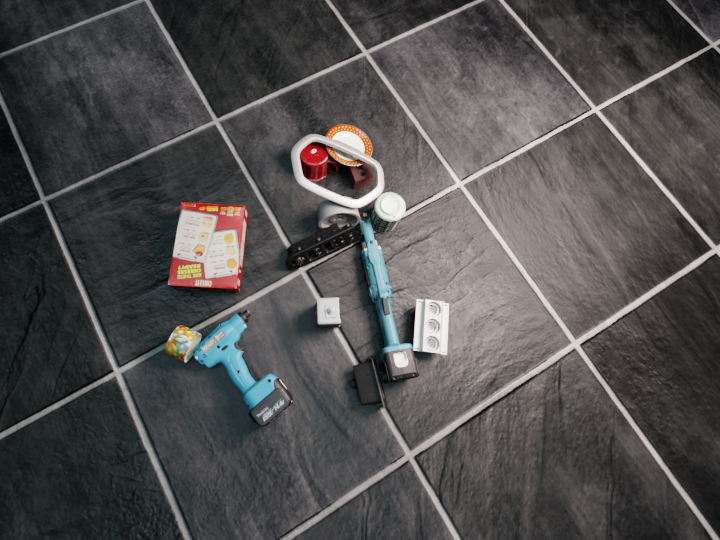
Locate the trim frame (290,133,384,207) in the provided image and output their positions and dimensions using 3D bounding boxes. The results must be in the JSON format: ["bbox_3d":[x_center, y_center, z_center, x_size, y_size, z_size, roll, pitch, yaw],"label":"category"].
[{"bbox_3d":[-0.056,-0.251,1.053,0.247,0.027,0.186,21,65,-3],"label":"trim frame"}]

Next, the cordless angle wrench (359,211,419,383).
[{"bbox_3d":[0.049,0.052,1.038,0.074,0.096,0.434,-9,70,-8],"label":"cordless angle wrench"}]

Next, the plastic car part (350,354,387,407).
[{"bbox_3d":[0.015,0.265,0.986,0.071,0.064,0.120,-19,72,5],"label":"plastic car part"}]

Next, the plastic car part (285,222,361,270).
[{"bbox_3d":[-0.104,-0.068,1.061,0.203,0.063,0.070,-29,65,2],"label":"plastic car part"}]

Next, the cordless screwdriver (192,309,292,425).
[{"bbox_3d":[-0.252,0.222,0.979,0.255,0.073,0.158,43,76,13],"label":"cordless screwdriver"}]
